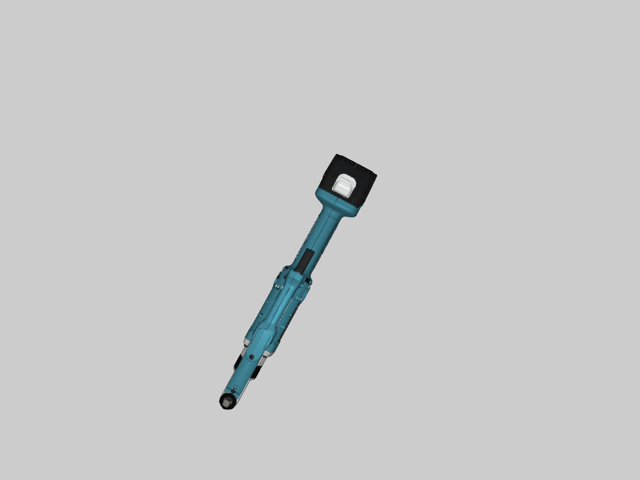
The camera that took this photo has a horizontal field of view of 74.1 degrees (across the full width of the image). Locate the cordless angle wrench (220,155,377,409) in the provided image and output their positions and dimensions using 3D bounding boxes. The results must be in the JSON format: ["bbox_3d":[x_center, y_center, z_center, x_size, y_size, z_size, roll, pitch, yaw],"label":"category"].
[{"bbox_3d":[-0.044,0.071,0.666,0.074,0.422,0.098,29,-3,3],"label":"cordless angle wrench"}]
